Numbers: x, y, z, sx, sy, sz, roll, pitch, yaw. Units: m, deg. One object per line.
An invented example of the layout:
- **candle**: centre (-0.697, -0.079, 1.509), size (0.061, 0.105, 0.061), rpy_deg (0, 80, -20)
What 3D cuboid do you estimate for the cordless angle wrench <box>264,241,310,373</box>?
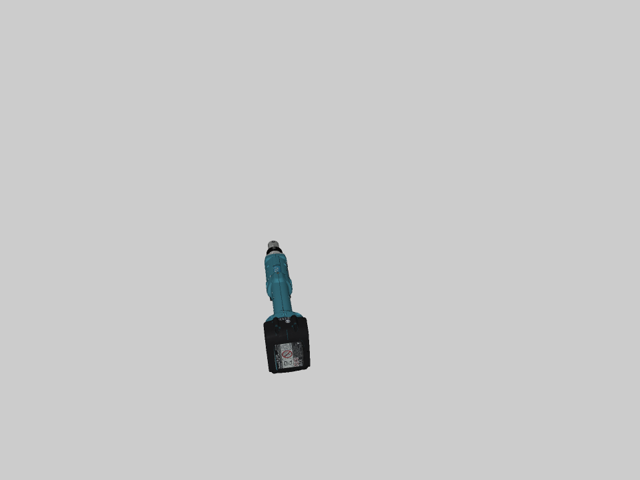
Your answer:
- **cordless angle wrench**: centre (-0.087, 0.101, 0.894), size (0.074, 0.098, 0.422), rpy_deg (-6, 26, -8)
